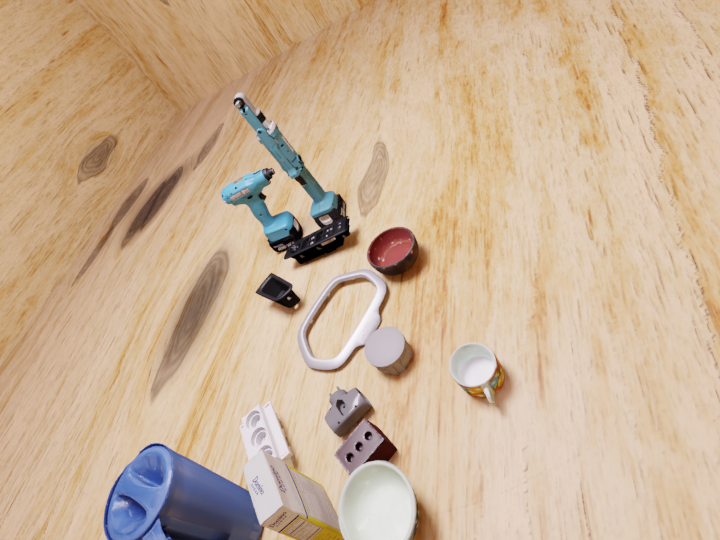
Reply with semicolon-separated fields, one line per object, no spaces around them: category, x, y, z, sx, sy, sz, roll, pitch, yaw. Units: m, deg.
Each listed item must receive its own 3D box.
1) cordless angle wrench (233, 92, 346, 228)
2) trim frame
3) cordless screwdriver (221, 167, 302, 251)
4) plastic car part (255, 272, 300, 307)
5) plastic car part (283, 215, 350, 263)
cordless angle wrench;-0.172;-0.268;1.058;0.076;0.401;0.101;-20;42;23
trim frame;-0.042;0.100;0.914;0.194;0.026;0.248;15;65;45
cordless screwdriver;-0.241;-0.166;1.150;0.163;0.236;0.077;-22;41;21
plastic car part;-0.192;0.060;1.038;0.123;0.067;0.066;19;67;47
plastic car part;-0.107;-0.070;1.090;0.208;0.063;0.068;-20;43;24
